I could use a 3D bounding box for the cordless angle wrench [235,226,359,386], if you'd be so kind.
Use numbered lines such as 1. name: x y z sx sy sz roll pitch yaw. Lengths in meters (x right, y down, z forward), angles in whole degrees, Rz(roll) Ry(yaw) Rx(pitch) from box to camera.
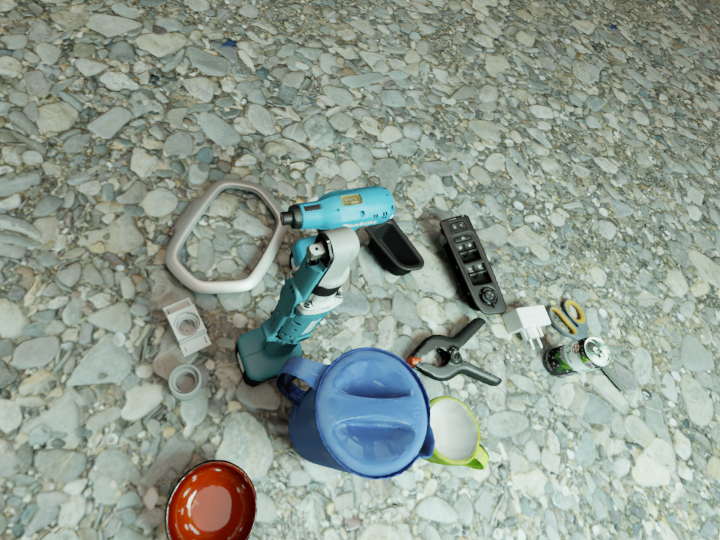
1. cordless angle wrench: -0.081 0.058 0.500 0.095 0.423 0.076 -15 73 -26

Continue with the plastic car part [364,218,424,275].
1. plastic car part: 0.056 -0.033 0.791 0.064 0.071 0.119 -28 75 -28

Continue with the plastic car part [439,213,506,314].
1. plastic car part: 0.209 -0.004 0.822 0.064 0.067 0.209 -12 68 -23

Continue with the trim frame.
1. trim frame: -0.234 -0.066 0.750 0.183 0.027 0.251 24 59 -3

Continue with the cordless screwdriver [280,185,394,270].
1. cordless screwdriver: -0.064 -0.042 0.658 0.154 0.249 0.076 -11 71 -24
